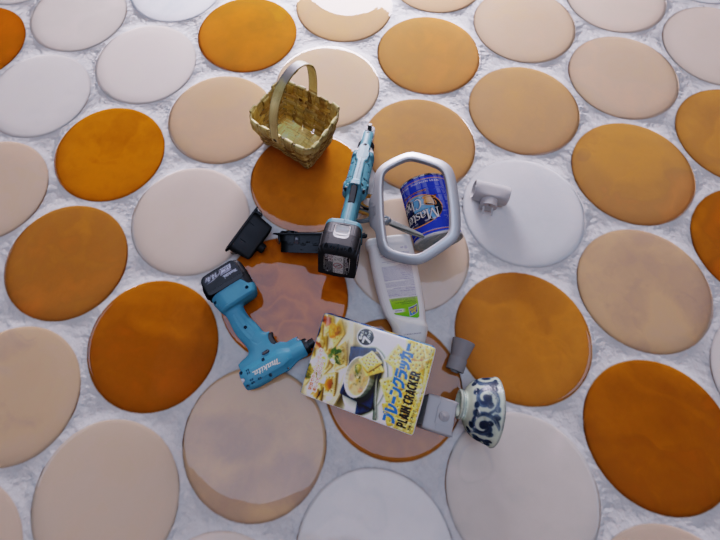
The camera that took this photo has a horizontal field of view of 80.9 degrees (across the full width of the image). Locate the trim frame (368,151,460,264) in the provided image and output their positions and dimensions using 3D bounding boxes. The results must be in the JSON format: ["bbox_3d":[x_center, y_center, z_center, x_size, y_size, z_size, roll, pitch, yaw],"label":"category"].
[{"bbox_3d":[0.106,-0.131,0.864,0.189,0.026,0.253,-7,73,16],"label":"trim frame"}]

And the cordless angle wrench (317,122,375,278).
[{"bbox_3d":[-0.011,-0.176,0.908,0.075,0.095,0.431,9,52,3],"label":"cordless angle wrench"}]

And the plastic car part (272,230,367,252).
[{"bbox_3d":[-0.090,-0.059,0.923,0.204,0.066,0.067,5,97,1],"label":"plastic car part"}]

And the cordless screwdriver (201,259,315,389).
[{"bbox_3d":[-0.210,0.095,0.860,0.158,0.073,0.255,-28,76,-10],"label":"cordless screwdriver"}]

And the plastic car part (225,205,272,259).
[{"bbox_3d":[-0.237,-0.072,0.932,0.070,0.066,0.116,31,76,-6],"label":"plastic car part"}]
